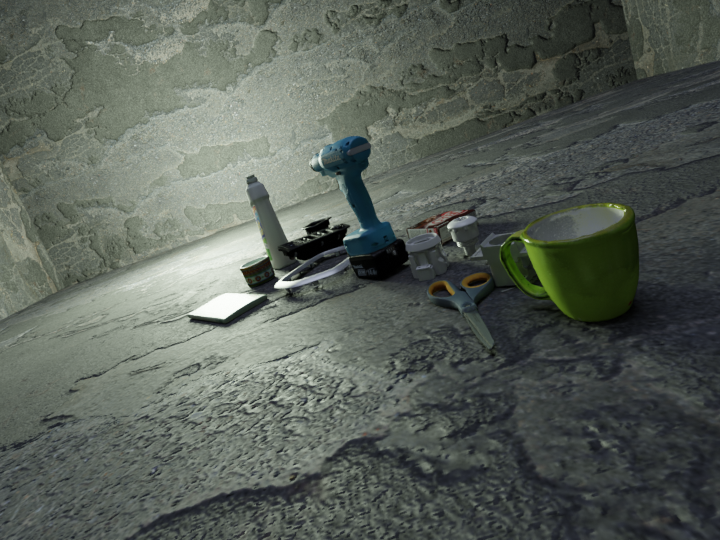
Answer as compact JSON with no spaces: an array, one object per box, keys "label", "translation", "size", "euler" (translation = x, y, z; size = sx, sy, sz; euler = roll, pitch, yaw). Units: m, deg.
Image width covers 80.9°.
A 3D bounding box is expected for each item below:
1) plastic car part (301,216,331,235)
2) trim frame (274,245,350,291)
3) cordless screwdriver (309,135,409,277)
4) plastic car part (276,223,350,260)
[{"label":"plastic car part","translation":[-0.119,-0.103,1.189],"size":[0.068,0.069,0.116],"euler":[-15,16,21]},{"label":"trim frame","translation":[-0.080,-0.010,0.914],"size":[0.191,0.027,0.244],"euler":[-10,19,32]},{"label":"cordless screwdriver","translation":[-0.014,-0.112,0.774],"size":[0.072,0.244,0.166],"euler":[-27,14,-30]},{"label":"plastic car part","translation":[-0.104,-0.068,1.064],"size":[0.198,0.066,0.069],"euler":[-30,17,-30]}]
